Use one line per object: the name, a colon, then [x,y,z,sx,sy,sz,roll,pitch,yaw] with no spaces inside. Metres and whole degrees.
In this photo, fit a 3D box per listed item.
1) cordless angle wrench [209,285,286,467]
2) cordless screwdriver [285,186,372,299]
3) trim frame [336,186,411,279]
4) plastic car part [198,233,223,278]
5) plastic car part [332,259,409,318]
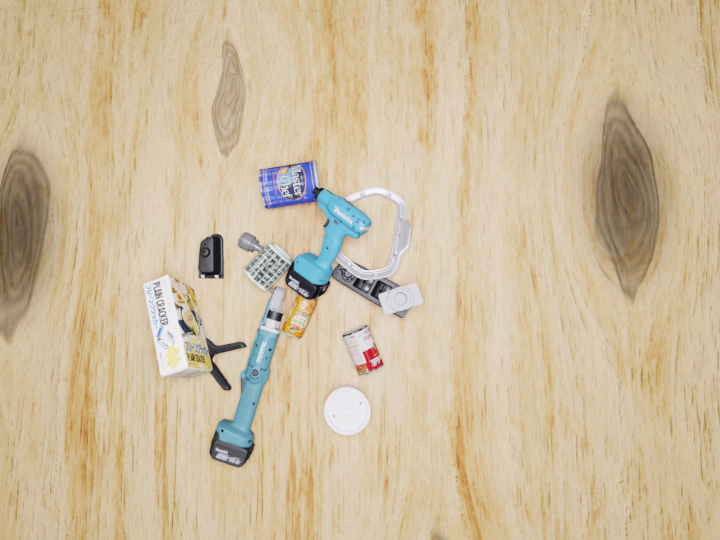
cordless angle wrench: [-0.255,0.246,1.031,0.098,0.074,0.424,16,84,2]
cordless screwdriver: [-0.098,-0.064,0.999,0.165,0.072,0.248,40,112,18]
trim frame: [0.028,-0.097,1.039,0.186,0.027,0.252,10,70,7]
plastic car part: [-0.381,-0.036,1.060,0.066,0.071,0.117,1,89,-1]
plastic car part: [0.029,0.037,1.033,0.207,0.066,0.066,28,95,9]
